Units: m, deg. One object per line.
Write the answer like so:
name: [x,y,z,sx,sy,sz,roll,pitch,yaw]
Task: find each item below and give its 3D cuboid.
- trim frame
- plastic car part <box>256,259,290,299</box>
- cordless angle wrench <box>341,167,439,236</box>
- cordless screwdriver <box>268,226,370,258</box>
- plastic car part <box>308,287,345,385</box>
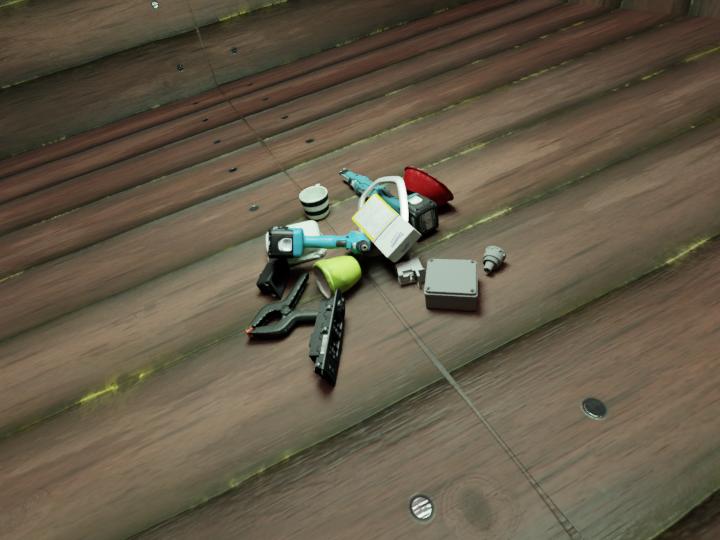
trim frame: [0.053,-0.149,1.129,0.189,0.026,0.256,-28,51,35]
plastic car part: [-0.230,0.017,1.088,0.073,0.063,0.119,-15,35,20]
cordless angle wrench: [0.059,-0.223,1.251,0.073,0.094,0.448,-29,39,-18]
cordless screwdriver: [-0.101,-0.066,1.038,0.247,0.074,0.162,0,10,-6]
plastic car part: [-0.069,0.132,0.886,0.069,0.063,0.206,-11,47,28]
